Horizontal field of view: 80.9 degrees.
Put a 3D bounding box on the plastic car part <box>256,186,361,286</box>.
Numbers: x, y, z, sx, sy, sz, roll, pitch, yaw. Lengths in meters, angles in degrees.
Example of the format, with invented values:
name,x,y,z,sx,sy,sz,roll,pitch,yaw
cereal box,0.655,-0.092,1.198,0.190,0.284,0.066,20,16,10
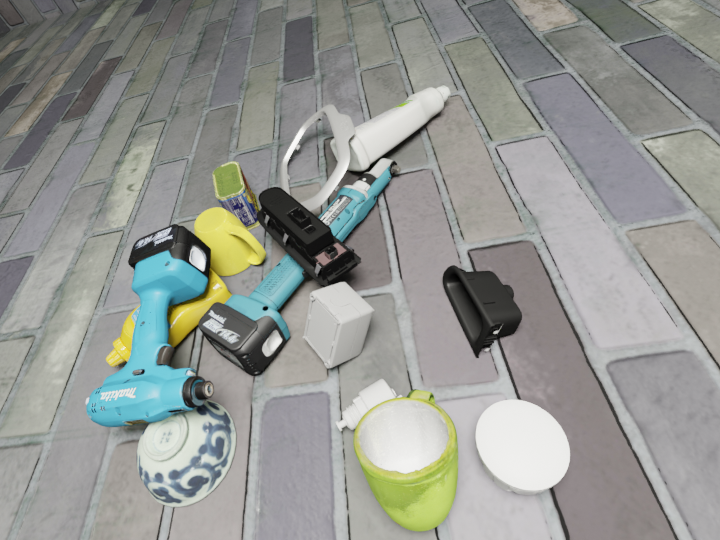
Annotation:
name,x,y,z,sx,sy,sz,roll,pitch,yaw
plastic car part,-0.091,-0.062,0.596,0.066,0.064,0.215,-39,48,-13

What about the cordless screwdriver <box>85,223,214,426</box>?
name,x,y,z,sx,sy,sz,roll,pitch,yaw
cordless screwdriver,-0.238,0.059,0.530,0.163,0.070,0.256,-15,54,19

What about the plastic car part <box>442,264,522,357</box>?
name,x,y,z,sx,sy,sz,roll,pitch,yaw
plastic car part,0.157,0.038,0.525,0.070,0.064,0.121,-5,46,-8

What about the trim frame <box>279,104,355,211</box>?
name,x,y,z,sx,sy,sz,roll,pitch,yaw
trim frame,-0.082,-0.197,0.748,0.186,0.026,0.259,-41,40,27

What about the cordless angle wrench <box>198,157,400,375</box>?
name,x,y,z,sx,sy,sz,roll,pitch,yaw
cordless angle wrench,-0.063,-0.041,0.647,0.103,0.071,0.421,21,59,29
